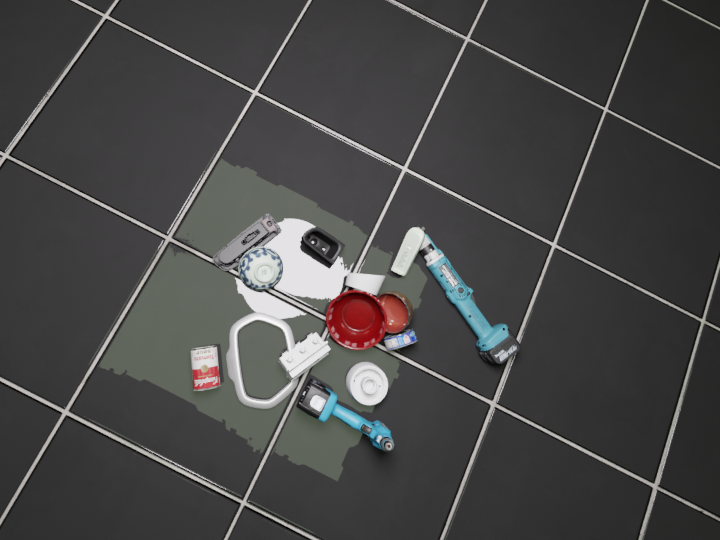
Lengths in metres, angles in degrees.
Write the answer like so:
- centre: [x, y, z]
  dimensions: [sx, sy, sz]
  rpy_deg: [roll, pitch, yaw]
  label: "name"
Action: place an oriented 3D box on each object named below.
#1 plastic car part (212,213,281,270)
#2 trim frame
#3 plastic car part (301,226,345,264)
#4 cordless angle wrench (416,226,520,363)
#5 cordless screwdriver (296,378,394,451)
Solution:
- centre: [-0.310, -0.074, 1.150]
  dimensions: [0.202, 0.068, 0.066]
  rpy_deg: [-40, 96, -8]
  label: "plastic car part"
- centre: [-0.260, 0.235, 1.114]
  dimensions: [0.182, 0.027, 0.251]
  rpy_deg: [-9, 83, -8]
  label: "trim frame"
- centre: [-0.113, -0.074, 1.161]
  dimensions: [0.113, 0.073, 0.066]
  rpy_deg: [35, 77, -17]
  label: "plastic car part"
- centre: [0.271, 0.059, 1.176]
  dimensions: [0.097, 0.074, 0.429]
  rpy_deg: [-33, 82, -11]
  label: "cordless angle wrench"
- centre: [-0.035, 0.364, 1.045]
  dimensions: [0.250, 0.159, 0.074]
  rpy_deg: [29, 79, 0]
  label: "cordless screwdriver"
